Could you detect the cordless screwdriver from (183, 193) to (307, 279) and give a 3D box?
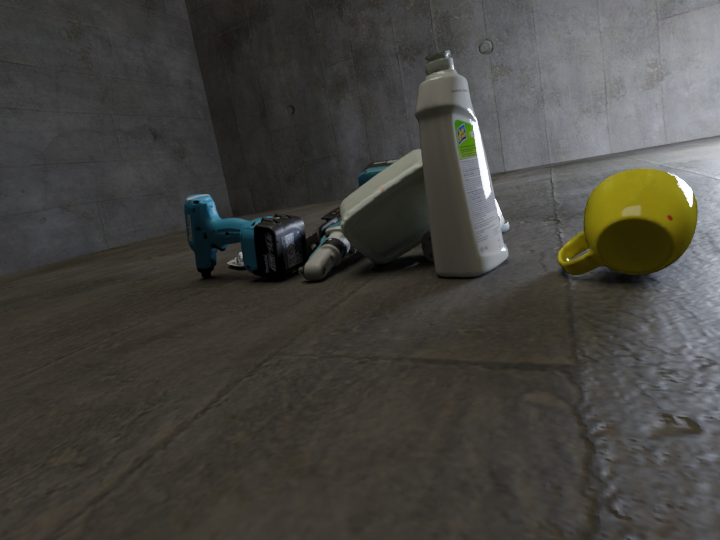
[{"bbox_3d":[-0.211,-0.038,0.736,0.261,0.156,0.072,15,25,32],"label":"cordless screwdriver"}]

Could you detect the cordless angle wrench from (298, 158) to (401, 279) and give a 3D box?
[{"bbox_3d":[-0.001,-0.101,0.764,0.101,0.072,0.422,-2,30,23],"label":"cordless angle wrench"}]

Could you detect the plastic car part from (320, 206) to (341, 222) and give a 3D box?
[{"bbox_3d":[0.016,-0.096,0.876,0.213,0.066,0.064,4,21,39],"label":"plastic car part"}]

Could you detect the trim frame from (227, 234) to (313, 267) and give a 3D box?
[{"bbox_3d":[-0.177,-0.045,0.921,0.192,0.027,0.242,-3,13,28],"label":"trim frame"}]

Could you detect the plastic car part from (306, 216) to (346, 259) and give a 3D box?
[{"bbox_3d":[-0.079,-0.052,0.813,0.073,0.065,0.114,-22,8,28],"label":"plastic car part"}]
